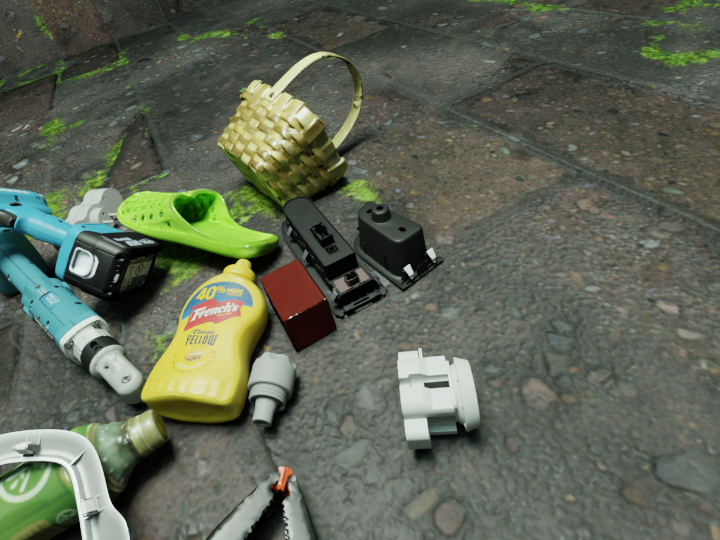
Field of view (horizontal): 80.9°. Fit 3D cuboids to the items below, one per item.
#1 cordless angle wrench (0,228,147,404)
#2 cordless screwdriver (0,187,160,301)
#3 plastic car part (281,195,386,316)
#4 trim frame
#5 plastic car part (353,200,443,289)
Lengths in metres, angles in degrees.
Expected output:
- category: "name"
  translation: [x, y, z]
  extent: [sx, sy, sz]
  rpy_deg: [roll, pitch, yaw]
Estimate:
- category: "cordless angle wrench"
  translation: [-0.392, 0.040, 0.534]
  extent: [0.445, 0.094, 0.073]
  rpy_deg: [25, 52, 31]
- category: "cordless screwdriver"
  translation: [-0.395, -0.043, 0.529]
  extent: [0.254, 0.074, 0.157]
  rpy_deg: [23, 7, 9]
- category: "plastic car part"
  translation: [-0.052, -0.034, 0.529]
  extent: [0.066, 0.064, 0.214]
  rpy_deg: [-32, 43, -8]
- category: "trim frame"
  translation: [-0.235, 0.233, 0.274]
  extent: [0.182, 0.027, 0.259]
  rpy_deg: [-21, 62, -11]
- category: "plastic car part"
  translation: [0.032, -0.044, 0.504]
  extent: [0.065, 0.068, 0.123]
  rpy_deg: [-33, 49, -21]
